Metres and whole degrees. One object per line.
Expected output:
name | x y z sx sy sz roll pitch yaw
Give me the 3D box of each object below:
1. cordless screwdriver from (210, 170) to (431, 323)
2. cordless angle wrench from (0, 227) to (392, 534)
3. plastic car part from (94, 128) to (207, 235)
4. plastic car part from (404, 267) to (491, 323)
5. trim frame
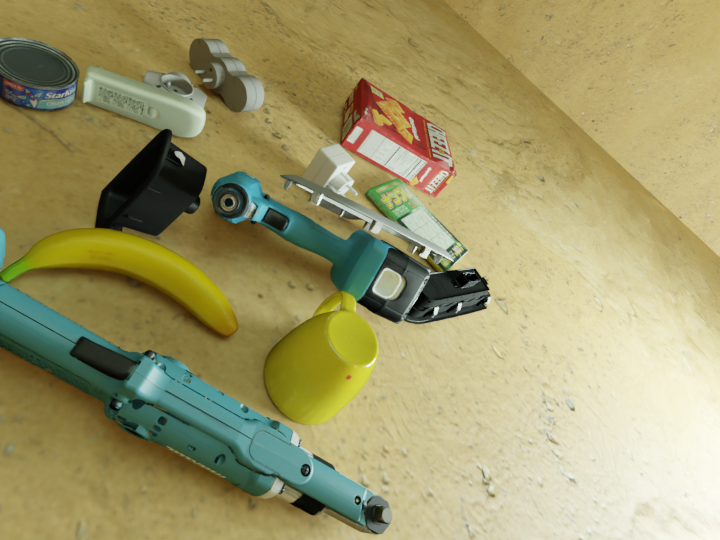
cordless screwdriver | -0.044 -0.029 0.453 0.244 0.074 0.163 29 5 -12
cordless angle wrench | -0.150 0.090 0.306 0.413 0.099 0.075 35 51 -12
plastic car part | -0.195 -0.074 0.412 0.067 0.118 0.069 33 35 -49
plastic car part | 0.122 0.030 0.587 0.194 0.068 0.068 -8 67 -38
trim frame | 0.008 -0.061 0.527 0.236 0.027 0.194 21 8 -32
